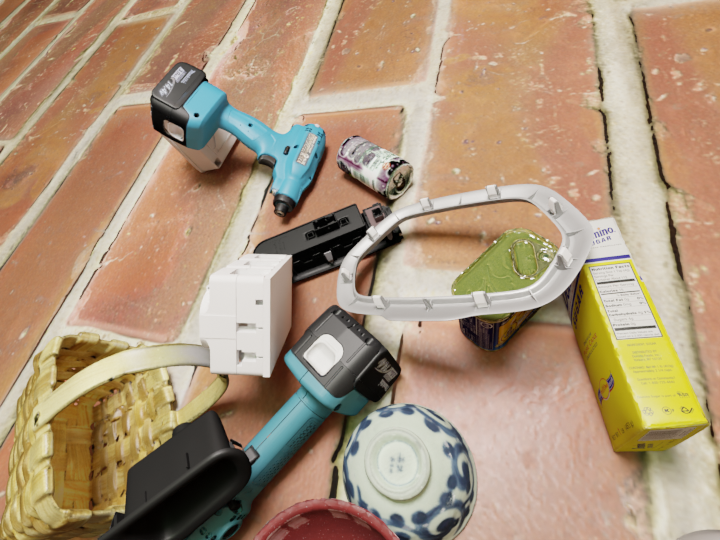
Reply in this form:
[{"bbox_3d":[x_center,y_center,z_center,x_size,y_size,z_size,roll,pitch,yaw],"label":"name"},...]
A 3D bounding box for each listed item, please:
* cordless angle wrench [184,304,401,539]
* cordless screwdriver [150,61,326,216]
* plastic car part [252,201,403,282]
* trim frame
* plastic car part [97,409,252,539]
[{"bbox_3d":[-0.134,0.217,0.393,0.421,0.093,0.078,-47,57,-8],"label":"cordless angle wrench"},{"bbox_3d":[-0.182,-0.186,0.615,0.245,0.074,0.161,23,62,-8],"label":"cordless screwdriver"},{"bbox_3d":[-0.053,-0.035,0.540,0.204,0.064,0.069,-23,61,7],"label":"plastic car part"},{"bbox_3d":[0.081,-0.020,0.413,0.260,0.026,0.185,-4,46,36],"label":"trim frame"},{"bbox_3d":[-0.147,0.165,0.351,0.116,0.062,0.075,-40,43,-4],"label":"plastic car part"}]
